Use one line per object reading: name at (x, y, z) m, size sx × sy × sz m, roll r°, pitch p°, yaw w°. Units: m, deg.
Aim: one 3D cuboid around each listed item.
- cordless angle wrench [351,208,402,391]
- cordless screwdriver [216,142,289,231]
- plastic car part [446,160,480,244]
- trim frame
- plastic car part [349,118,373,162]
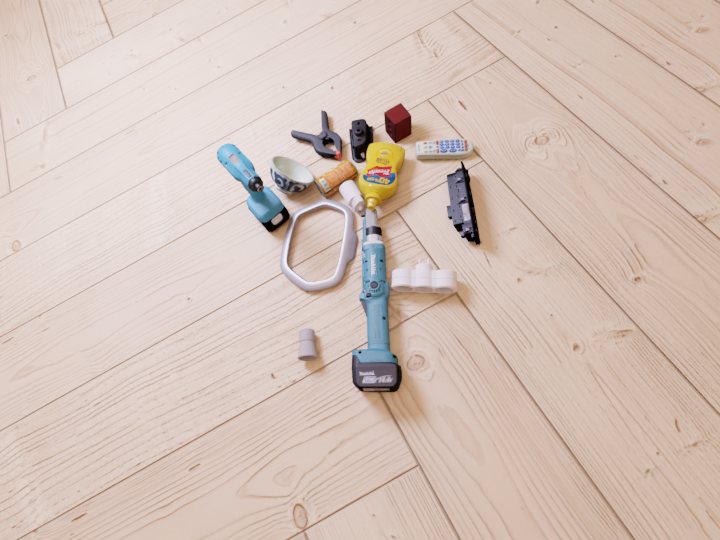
cordless angle wrench at (0.031, 0.044, 0.936) m, size 0.099 × 0.071 × 0.434 m, roll -5°, pitch 63°, yaw 9°
cordless screwdriver at (-0.238, -0.178, 0.999) m, size 0.074 × 0.238 × 0.167 m, roll -40°, pitch 61°, yaw -8°
plastic car part at (0.236, -0.157, 0.985) m, size 0.069 × 0.062 × 0.207 m, roll -14°, pitch 62°, yaw 34°
trim frame at (-0.102, -0.066, 1.039) m, size 0.189 × 0.026 × 0.253 m, roll 3°, pitch 65°, yaw 15°
plastic car part at (-0.001, -0.355, 1.121) m, size 0.067 × 0.068 × 0.120 m, roll -6°, pitch 62°, yaw 9°
